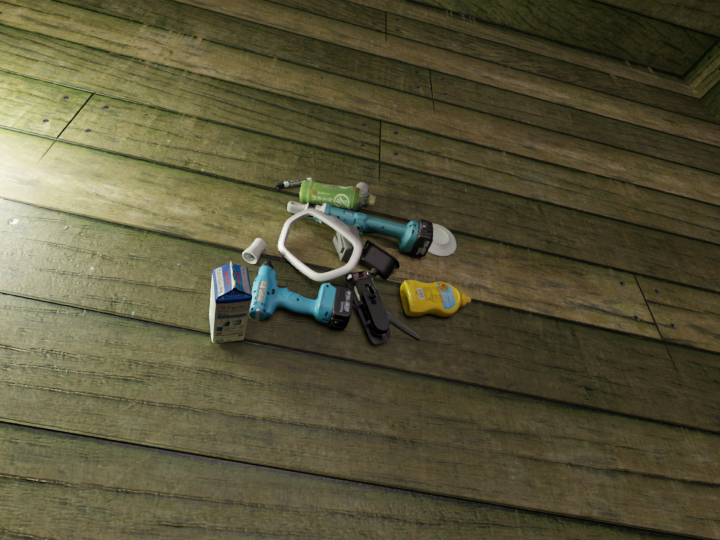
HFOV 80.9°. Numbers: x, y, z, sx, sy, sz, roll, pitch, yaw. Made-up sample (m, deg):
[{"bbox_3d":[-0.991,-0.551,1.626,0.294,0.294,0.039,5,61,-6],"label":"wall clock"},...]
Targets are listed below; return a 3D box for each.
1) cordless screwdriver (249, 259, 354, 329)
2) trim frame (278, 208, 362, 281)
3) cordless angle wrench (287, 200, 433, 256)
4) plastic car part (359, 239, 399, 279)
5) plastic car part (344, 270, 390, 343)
[{"bbox_3d":[-0.144,0.057,1.049,0.247,0.073,0.163,8,52,-5],"label":"cordless screwdriver"},{"bbox_3d":[-0.111,-0.073,1.140,0.261,0.026,0.183,36,75,27],"label":"trim frame"},{"bbox_3d":[-0.006,-0.138,1.225,0.423,0.096,0.076,14,48,0],"label":"cordless angle wrench"},{"bbox_3d":[0.045,-0.020,1.170,0.118,0.065,0.070,36,67,7],"label":"plastic car part"},{"bbox_3d":[0.028,0.082,1.063,0.064,0.067,0.210,-5,60,-26],"label":"plastic car part"}]
